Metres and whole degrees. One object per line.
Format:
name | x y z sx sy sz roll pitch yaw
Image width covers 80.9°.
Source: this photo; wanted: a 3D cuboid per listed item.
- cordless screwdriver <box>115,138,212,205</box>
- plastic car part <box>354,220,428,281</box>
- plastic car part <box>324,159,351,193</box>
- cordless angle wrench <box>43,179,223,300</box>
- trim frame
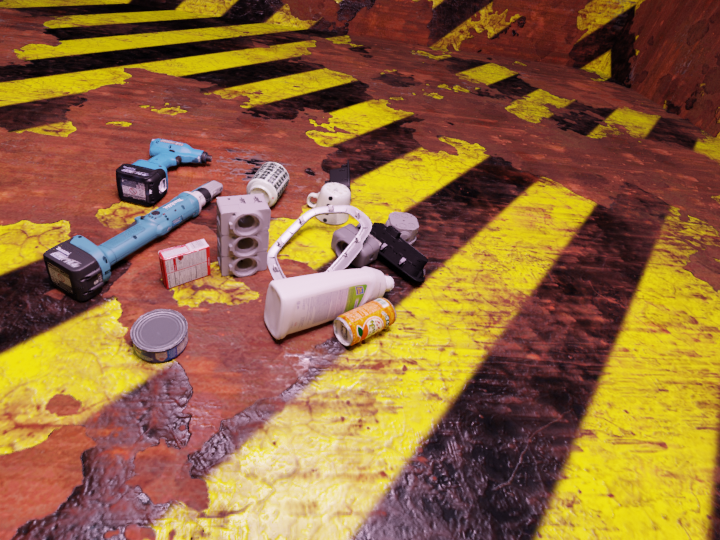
cordless screwdriver | -0.473 -0.248 1.033 0.159 0.073 0.255 9 37 -3
plastic car part | 0.073 -0.052 0.924 0.213 0.067 0.063 46 19 29
plastic car part | -0.059 -0.233 1.118 0.072 0.063 0.120 -3 43 5
cordless angle wrench | -0.424 -0.096 0.871 0.101 0.073 0.420 23 40 12
trim frame | -0.085 -0.056 0.871 0.194 0.026 0.246 24 58 30
